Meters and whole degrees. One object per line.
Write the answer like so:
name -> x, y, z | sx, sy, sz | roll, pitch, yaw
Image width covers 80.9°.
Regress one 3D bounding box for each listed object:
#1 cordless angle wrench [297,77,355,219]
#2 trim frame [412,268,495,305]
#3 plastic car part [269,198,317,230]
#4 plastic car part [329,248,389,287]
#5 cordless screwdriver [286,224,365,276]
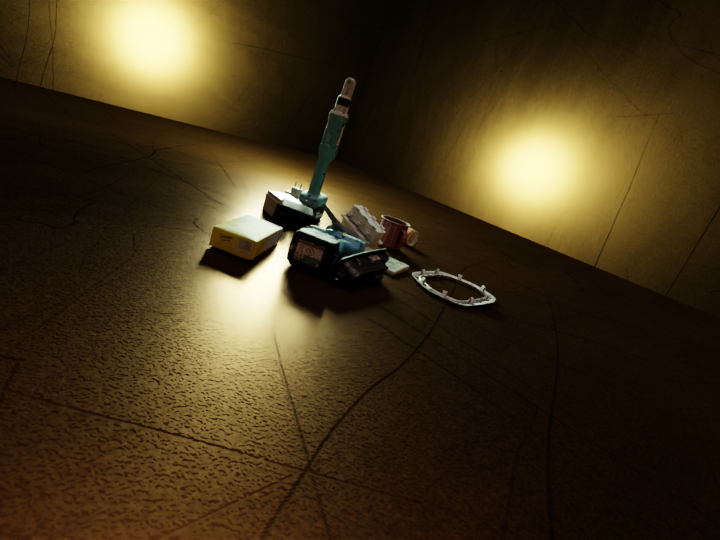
cordless angle wrench -> -0.096, -0.360, 1.262 | 0.076, 0.420, 0.096 | 24, 16, 12
trim frame -> 0.235, 0.041, 1.045 | 0.195, 0.027, 0.236 | 33, 20, 37
plastic car part -> -0.174, -0.153, 1.121 | 0.113, 0.066, 0.073 | 15, 41, -17
plastic car part -> 0.006, 0.001, 0.888 | 0.069, 0.067, 0.194 | 54, 29, 18
cordless screwdriver -> -0.092, -0.060, 0.946 | 0.164, 0.074, 0.243 | 23, 13, 13
